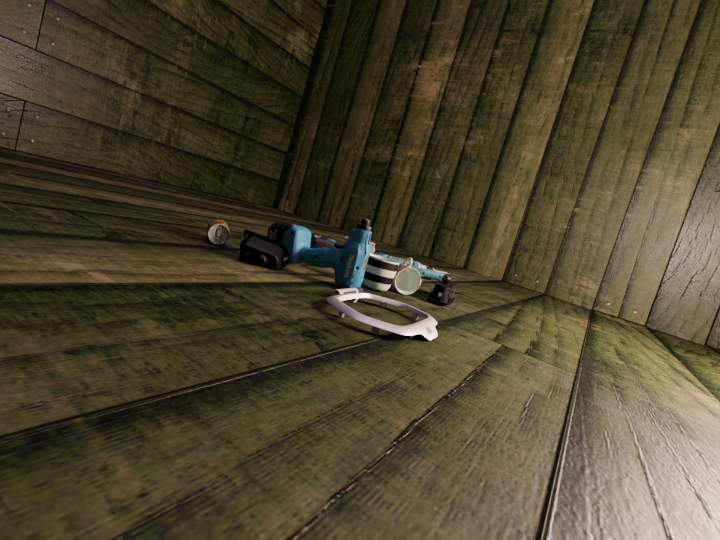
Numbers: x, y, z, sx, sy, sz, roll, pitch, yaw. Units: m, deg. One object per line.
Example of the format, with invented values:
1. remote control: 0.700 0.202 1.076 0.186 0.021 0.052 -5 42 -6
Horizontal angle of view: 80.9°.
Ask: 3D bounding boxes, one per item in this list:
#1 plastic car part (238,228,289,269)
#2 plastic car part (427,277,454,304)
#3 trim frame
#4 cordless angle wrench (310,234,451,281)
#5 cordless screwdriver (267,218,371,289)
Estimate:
1. plastic car part: -0.217 -0.035 0.928 0.117 0.065 0.071 20 22 3
2. plastic car part: 0.225 0.057 1.144 0.068 0.067 0.198 24 12 13
3. trim frame: 0.044 0.077 0.746 0.192 0.027 0.238 18 6 24
4. cordless angle wrench: 0.058 -0.021 1.216 0.418 0.074 0.099 12 8 -7
5. cordless screwdriver: -0.094 -0.062 0.966 0.261 0.158 0.071 18 6 28
